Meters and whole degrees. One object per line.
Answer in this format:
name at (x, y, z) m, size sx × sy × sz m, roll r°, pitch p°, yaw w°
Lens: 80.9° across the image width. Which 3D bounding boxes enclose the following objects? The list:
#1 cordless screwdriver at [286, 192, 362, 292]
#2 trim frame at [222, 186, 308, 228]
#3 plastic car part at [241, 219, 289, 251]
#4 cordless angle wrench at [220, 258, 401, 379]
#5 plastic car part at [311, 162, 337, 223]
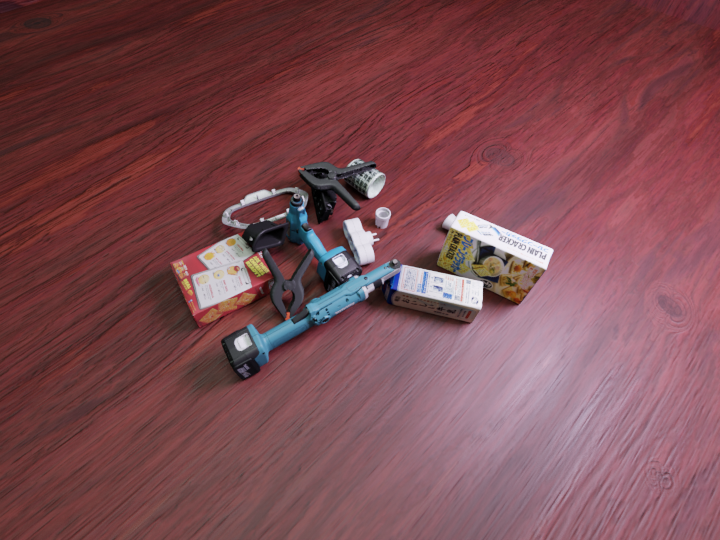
cordless screwdriver at (-0.100, -0.065, 1.023) m, size 0.073 × 0.155 × 0.260 m, roll -28°, pitch 61°, yaw -25°
trim frame at (-0.259, -0.176, 1.156) m, size 0.244 × 0.026 × 0.194 m, roll -25°, pitch 37°, yaw -16°
plastic car part at (-0.241, -0.092, 1.034) m, size 0.074 × 0.065 × 0.112 m, roll 32°, pitch 30°, yaw 26°
cordless angle wrench at (-0.091, 0.088, 0.919) m, size 0.419 × 0.094 × 0.078 m, roll -29°, pitch 61°, yaw -11°
plastic car part at (-0.105, -0.227, 1.198) m, size 0.065 × 0.065 × 0.212 m, roll -6°, pitch 54°, yaw -18°
